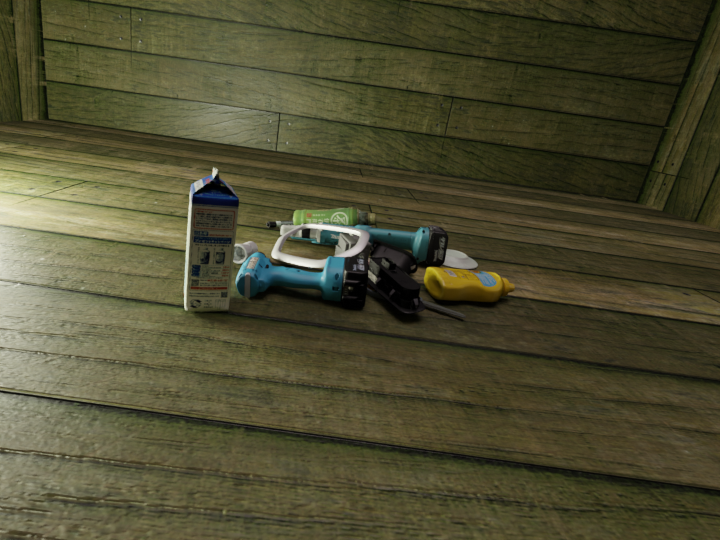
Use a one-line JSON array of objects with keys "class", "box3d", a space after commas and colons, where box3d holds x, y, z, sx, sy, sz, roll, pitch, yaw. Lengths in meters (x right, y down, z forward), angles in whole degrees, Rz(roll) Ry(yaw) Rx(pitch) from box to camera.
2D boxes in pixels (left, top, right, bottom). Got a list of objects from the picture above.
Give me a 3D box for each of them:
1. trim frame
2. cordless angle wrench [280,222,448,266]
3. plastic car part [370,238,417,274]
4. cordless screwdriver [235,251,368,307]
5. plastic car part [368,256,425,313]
[{"class": "trim frame", "box3d": [-0.096, -0.063, 0.981, 0.262, 0.026, 0.182, 9, 41, 38]}, {"class": "cordless angle wrench", "box3d": [0.002, -0.085, 1.090, 0.427, 0.096, 0.075, 7, 16, 5]}, {"class": "plastic car part", "box3d": [0.068, -0.016, 0.984, 0.121, 0.064, 0.070, 21, 38, 22]}, {"class": "cordless screwdriver", "box3d": [-0.111, 0.005, 0.836, 0.248, 0.073, 0.162, 3, 21, -2]}, {"class": "plastic car part", "box3d": [0.063, 0.018, 0.842, 0.064, 0.066, 0.214, 3, 26, -28]}]
